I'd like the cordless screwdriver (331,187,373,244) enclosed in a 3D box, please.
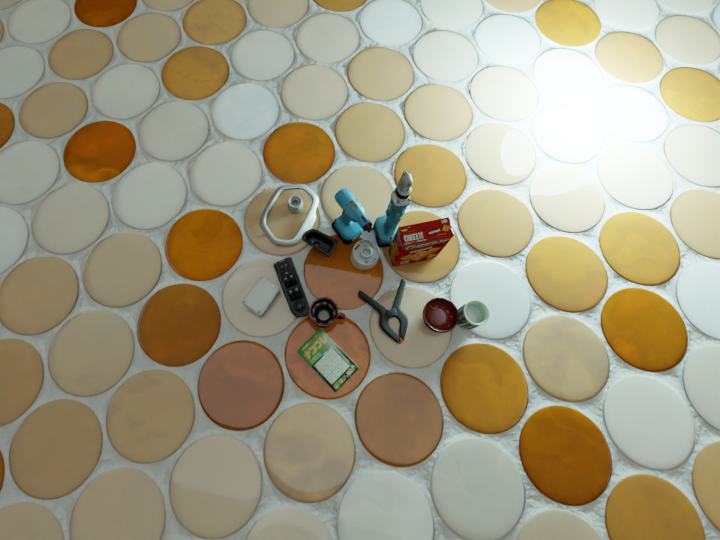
[{"bbox_3d":[-0.025,-0.153,1.379,0.074,0.245,0.163,-34,78,-13],"label":"cordless screwdriver"}]

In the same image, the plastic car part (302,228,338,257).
[{"bbox_3d":[-0.142,-0.093,1.451,0.119,0.070,0.066,29,73,8],"label":"plastic car part"}]

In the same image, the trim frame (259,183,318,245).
[{"bbox_3d":[-0.252,-0.202,1.512,0.187,0.027,0.249,22,72,8],"label":"trim frame"}]

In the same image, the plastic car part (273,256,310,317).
[{"bbox_3d":[-0.224,0.063,1.399,0.066,0.066,0.209,-21,72,-9],"label":"plastic car part"}]

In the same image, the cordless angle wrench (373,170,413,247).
[{"bbox_3d":[0.106,-0.181,1.298,0.074,0.416,0.100,-11,75,-8],"label":"cordless angle wrench"}]
